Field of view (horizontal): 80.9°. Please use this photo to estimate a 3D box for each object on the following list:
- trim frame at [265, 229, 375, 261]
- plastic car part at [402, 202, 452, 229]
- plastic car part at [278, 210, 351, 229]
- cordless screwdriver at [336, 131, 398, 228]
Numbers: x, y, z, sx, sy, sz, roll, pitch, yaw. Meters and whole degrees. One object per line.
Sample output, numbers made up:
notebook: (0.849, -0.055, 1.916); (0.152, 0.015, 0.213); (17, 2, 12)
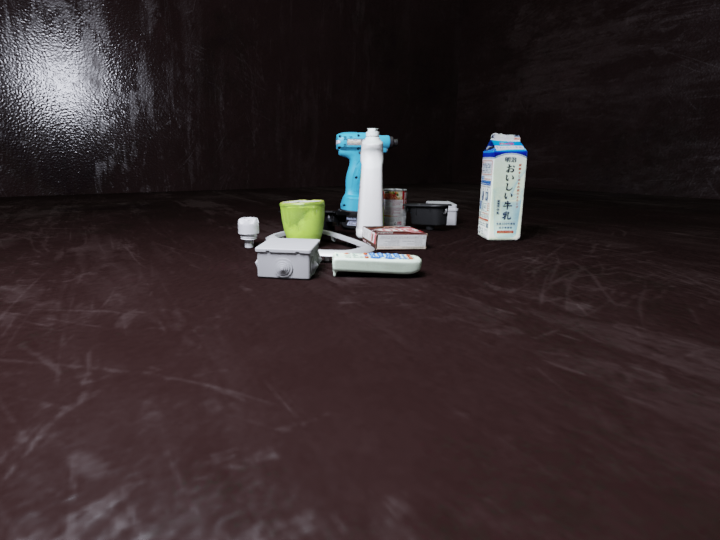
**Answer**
trim frame: (-0.083, -0.055, 0.853); (0.177, 0.027, 0.262); (-10, 18, -33)
plastic car part: (0.175, -0.141, 1.098); (0.123, 0.070, 0.063); (14, 18, 43)
plastic car part: (-0.120, -0.124, 1.040); (0.214, 0.066, 0.064); (13, 18, 40)
cordless screwdriver: (0.015, -0.234, 1.107); (0.158, 0.245, 0.076); (0, 12, -5)
